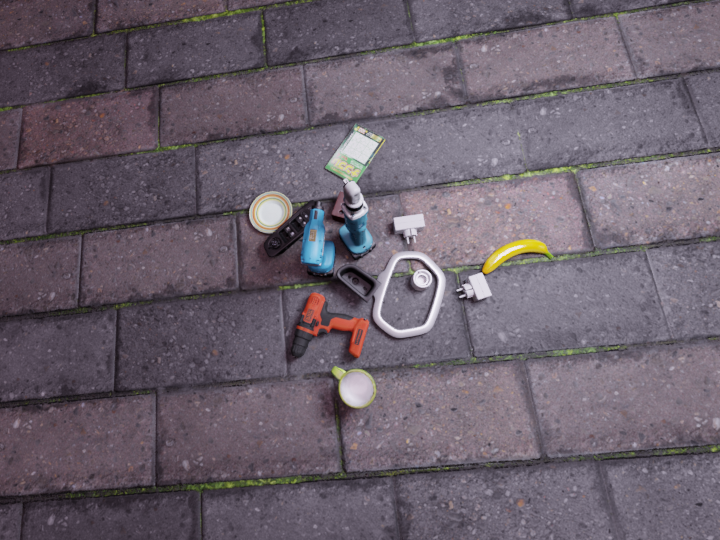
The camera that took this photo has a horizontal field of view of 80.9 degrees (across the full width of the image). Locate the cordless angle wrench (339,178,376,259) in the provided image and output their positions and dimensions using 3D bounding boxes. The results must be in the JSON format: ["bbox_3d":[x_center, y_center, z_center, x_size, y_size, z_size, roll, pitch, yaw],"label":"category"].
[{"bbox_3d":[-0.012,-0.120,1.029,0.074,0.414,0.100,-33,80,-5],"label":"cordless angle wrench"}]

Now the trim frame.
[{"bbox_3d":[0.130,0.064,1.166,0.188,0.027,0.250,17,78,10],"label":"trim frame"}]

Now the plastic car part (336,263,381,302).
[{"bbox_3d":[-0.009,0.031,1.168,0.120,0.069,0.066,37,82,12],"label":"plastic car part"}]

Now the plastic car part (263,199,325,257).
[{"bbox_3d":[-0.194,-0.115,1.228,0.202,0.065,0.068,-40,78,-5],"label":"plastic car part"}]

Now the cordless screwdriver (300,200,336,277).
[{"bbox_3d":[-0.109,-0.071,1.116,0.075,0.244,0.161,5,78,2],"label":"cordless screwdriver"}]
